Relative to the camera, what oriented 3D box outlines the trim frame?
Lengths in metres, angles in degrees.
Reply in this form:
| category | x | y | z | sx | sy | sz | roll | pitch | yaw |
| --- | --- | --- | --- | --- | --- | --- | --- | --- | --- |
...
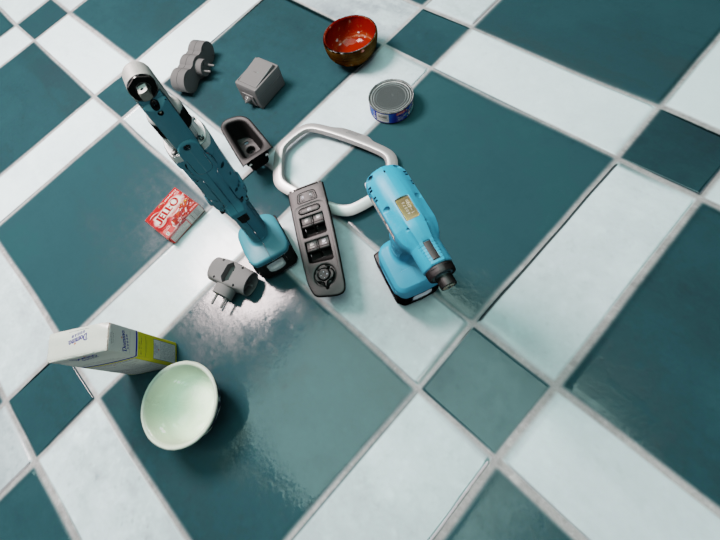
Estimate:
| category | x | y | z | sx | sy | sz | roll | pitch | yaw |
| --- | --- | --- | --- | --- | --- | --- | --- | --- | --- |
| trim frame | -0.052 | -0.194 | 0.788 | 0.258 | 0.026 | 0.184 | 23 | 73 | 21 |

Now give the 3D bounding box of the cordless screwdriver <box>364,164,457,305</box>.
| category | x | y | z | sx | sy | sz | roll | pitch | yaw |
| --- | --- | --- | --- | --- | --- | --- | --- | --- | --- |
| cordless screwdriver | 0.071 | -0.014 | 0.562 | 0.074 | 0.239 | 0.165 | -25 | 66 | -3 |

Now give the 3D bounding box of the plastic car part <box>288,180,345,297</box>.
| category | x | y | z | sx | sy | sz | roll | pitch | yaw |
| --- | --- | --- | --- | --- | --- | --- | --- | --- | --- |
| plastic car part | -0.069 | -0.045 | 0.705 | 0.067 | 0.064 | 0.210 | -16 | 64 | 3 |

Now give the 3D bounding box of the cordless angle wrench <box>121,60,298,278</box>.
| category | x | y | z | sx | sy | sz | roll | pitch | yaw |
| --- | --- | --- | --- | --- | --- | --- | --- | --- | --- |
| cordless angle wrench | -0.181 | -0.107 | 0.567 | 0.074 | 0.407 | 0.102 | -29 | 67 | -4 |

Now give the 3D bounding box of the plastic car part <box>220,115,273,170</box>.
| category | x | y | z | sx | sy | sz | roll | pitch | yaw |
| --- | --- | --- | --- | --- | --- | --- | --- | --- | --- |
| plastic car part | -0.217 | -0.242 | 0.823 | 0.066 | 0.068 | 0.122 | -34 | 65 | -5 |
